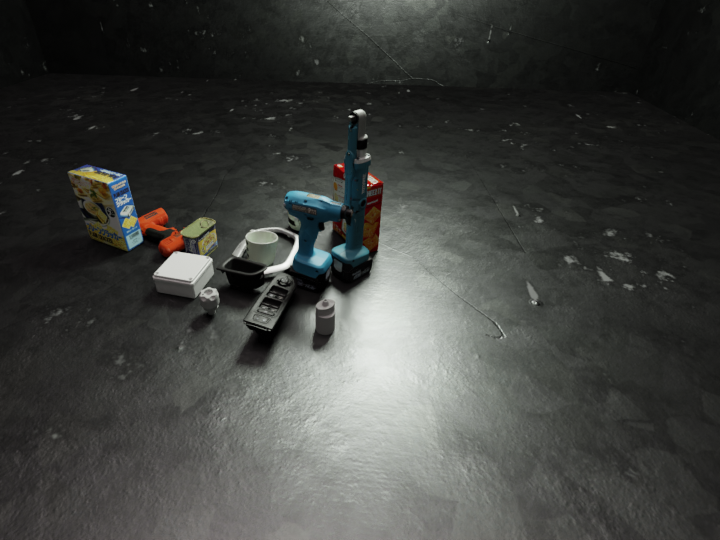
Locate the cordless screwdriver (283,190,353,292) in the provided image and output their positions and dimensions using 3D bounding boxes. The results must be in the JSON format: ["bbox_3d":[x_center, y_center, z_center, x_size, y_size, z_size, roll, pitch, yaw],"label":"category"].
[{"bbox_3d":[-0.098,-0.064,1.002,0.165,0.242,0.074,15,36,17],"label":"cordless screwdriver"}]

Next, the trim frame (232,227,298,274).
[{"bbox_3d":[-0.261,-0.057,1.174,0.187,0.027,0.253,5,36,6],"label":"trim frame"}]

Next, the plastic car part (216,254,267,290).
[{"bbox_3d":[-0.285,0.014,1.041,0.121,0.069,0.065,15,37,19],"label":"plastic car part"}]

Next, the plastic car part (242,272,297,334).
[{"bbox_3d":[-0.194,0.078,0.956,0.068,0.065,0.205,8,37,9],"label":"plastic car part"}]

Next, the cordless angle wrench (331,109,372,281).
[{"bbox_3d":[-0.014,-0.166,0.999,0.095,0.411,0.079,-26,44,-36],"label":"cordless angle wrench"}]
